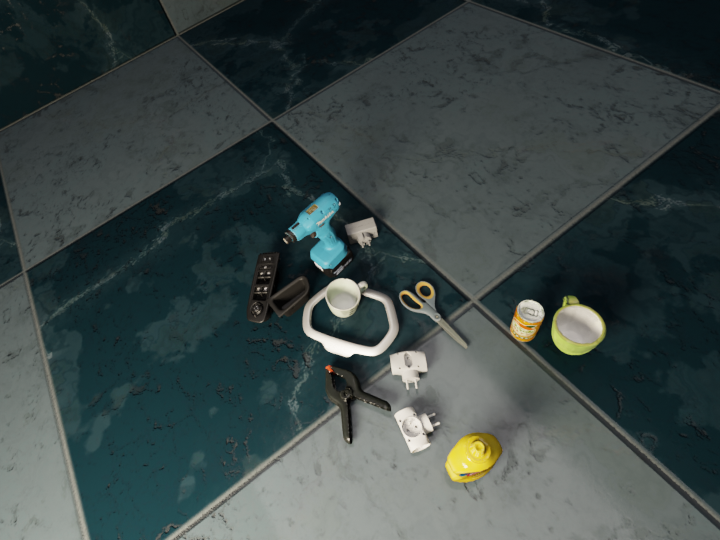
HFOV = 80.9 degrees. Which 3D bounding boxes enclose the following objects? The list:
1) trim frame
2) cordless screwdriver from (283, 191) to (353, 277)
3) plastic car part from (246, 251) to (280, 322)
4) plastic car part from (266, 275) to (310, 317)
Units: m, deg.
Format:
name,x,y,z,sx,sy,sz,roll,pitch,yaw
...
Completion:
name,x,y,z,sx,sy,sz,roll,pitch,yaw
trim frame,-0.027,0.120,1.049,0.258,0.026,0.185,12,61,21
cordless screwdriver,-0.104,-0.068,1.064,0.158,0.238,0.078,-43,60,-17
plastic car part,-0.256,0.051,1.129,0.068,0.064,0.207,-1,57,11
plastic car part,-0.171,0.075,1.089,0.115,0.068,0.069,-37,58,-12
